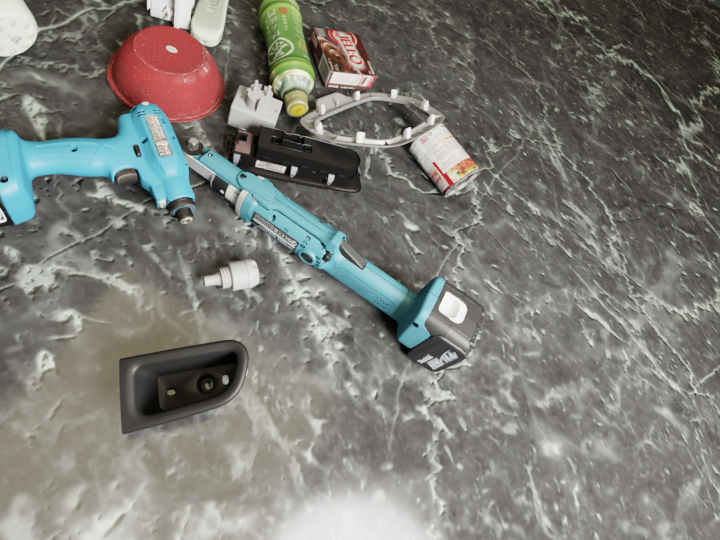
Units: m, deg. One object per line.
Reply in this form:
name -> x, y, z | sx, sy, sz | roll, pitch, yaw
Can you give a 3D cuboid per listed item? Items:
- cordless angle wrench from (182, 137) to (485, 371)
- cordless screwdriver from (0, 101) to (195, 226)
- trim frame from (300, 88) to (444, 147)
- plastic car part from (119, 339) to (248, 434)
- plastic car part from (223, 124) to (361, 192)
cordless angle wrench -> -0.052, -0.034, 0.528 | 0.426, 0.097, 0.074 | 35, 56, 4
cordless screwdriver -> -0.313, -0.098, 0.460 | 0.241, 0.075, 0.163 | -19, 73, -30
trim frame -> 0.020, -0.241, 0.652 | 0.193, 0.027, 0.244 | 26, 46, 27
plastic car part -> -0.162, 0.110, 0.410 | 0.115, 0.070, 0.068 | -11, 70, -10
plastic car part -> -0.085, -0.163, 0.596 | 0.196, 0.067, 0.068 | 12, 54, -19
